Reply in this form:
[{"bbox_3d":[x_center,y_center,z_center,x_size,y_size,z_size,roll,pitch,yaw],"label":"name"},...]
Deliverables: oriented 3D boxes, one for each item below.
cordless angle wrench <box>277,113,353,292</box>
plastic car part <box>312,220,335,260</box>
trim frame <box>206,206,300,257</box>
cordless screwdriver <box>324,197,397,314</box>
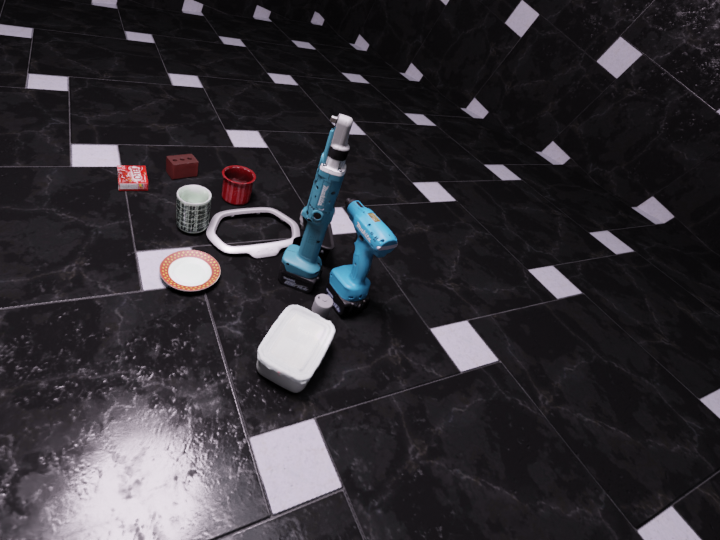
[{"bbox_3d":[-0.087,-0.128,0.895,0.098,0.417,0.075,22,38,-1],"label":"cordless angle wrench"},{"bbox_3d":[-0.107,-0.070,1.095,0.064,0.070,0.121,6,41,-18],"label":"plastic car part"},{"bbox_3d":[-0.277,-0.104,1.104,0.239,0.027,0.194,-10,46,-30],"label":"trim frame"},{"bbox_3d":[-0.016,-0.029,0.942,0.071,0.245,0.167,-9,48,-34],"label":"cordless screwdriver"}]
